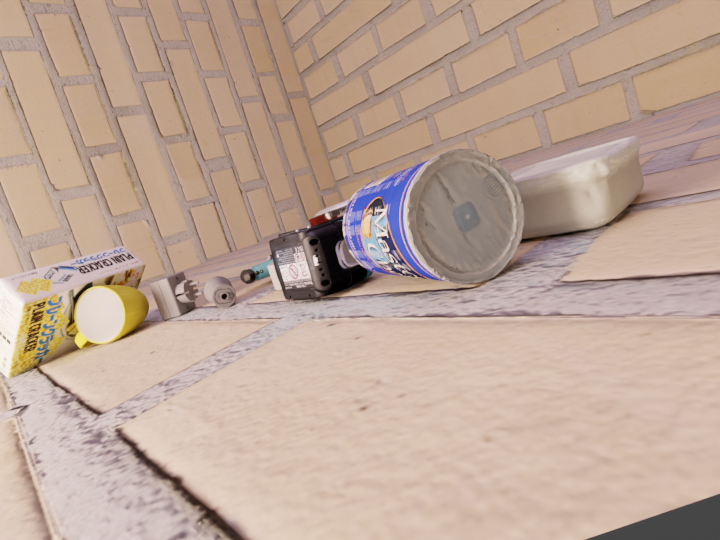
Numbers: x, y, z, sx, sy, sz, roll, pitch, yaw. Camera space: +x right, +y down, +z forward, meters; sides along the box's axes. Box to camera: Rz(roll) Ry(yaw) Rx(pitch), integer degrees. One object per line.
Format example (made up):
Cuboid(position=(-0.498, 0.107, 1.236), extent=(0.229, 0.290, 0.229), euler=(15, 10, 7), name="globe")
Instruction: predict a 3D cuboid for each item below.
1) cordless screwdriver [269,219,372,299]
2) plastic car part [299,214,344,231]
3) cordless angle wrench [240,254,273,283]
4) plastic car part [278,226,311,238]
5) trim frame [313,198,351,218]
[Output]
Cuboid(position=(0.023, -0.038, 0.519), extent=(0.166, 0.074, 0.240), euler=(-10, 9, 45), name="cordless screwdriver")
Cuboid(position=(-0.079, -0.052, 0.812), extent=(0.198, 0.067, 0.068), euler=(-22, -6, -25), name="plastic car part")
Cuboid(position=(-0.007, -0.064, 0.729), extent=(0.423, 0.074, 0.099), euler=(-21, 8, -1), name="cordless angle wrench")
Cuboid(position=(-0.131, -0.068, 1.030), extent=(0.119, 0.066, 0.069), euler=(-13, -6, 17), name="plastic car part")
Cuboid(position=(0.014, -0.138, 0.833), extent=(0.191, 0.027, 0.242), euler=(-13, 11, 34), name="trim frame")
